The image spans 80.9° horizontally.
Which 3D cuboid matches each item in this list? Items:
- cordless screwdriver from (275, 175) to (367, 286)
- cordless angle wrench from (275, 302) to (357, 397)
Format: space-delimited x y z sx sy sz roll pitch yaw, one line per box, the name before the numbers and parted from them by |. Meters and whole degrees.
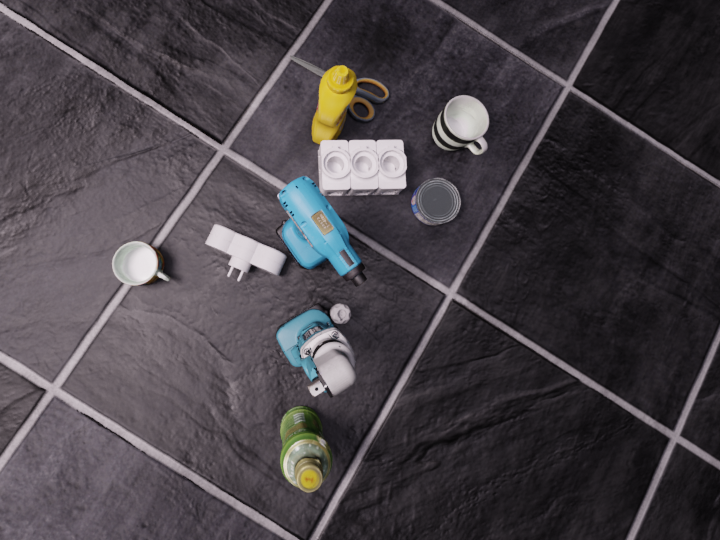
cordless screwdriver | -0.063 -0.042 0.649 0.074 0.250 0.159 -35 92 -11
cordless angle wrench | -0.055 0.097 0.544 0.097 0.426 0.074 -31 92 -11
